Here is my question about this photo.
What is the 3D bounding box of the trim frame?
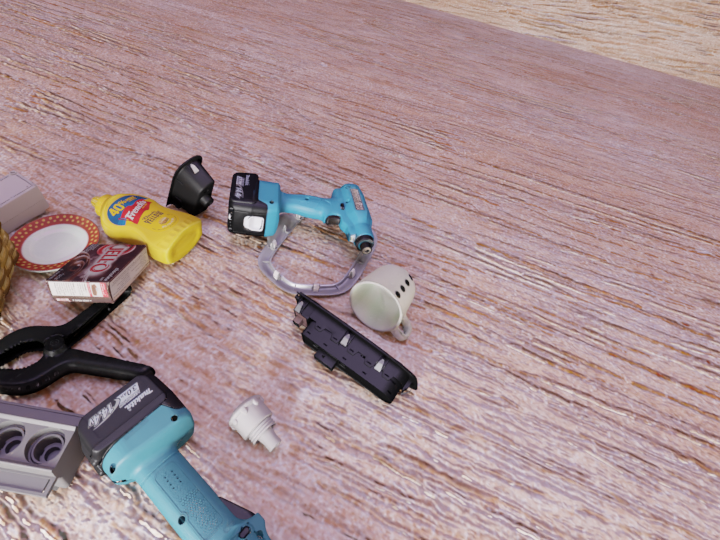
[{"bbox_3d":[-0.073,-0.048,0.745,0.189,0.027,0.248,21,47,12],"label":"trim frame"}]

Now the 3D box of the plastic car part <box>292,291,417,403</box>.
[{"bbox_3d":[-0.017,0.109,0.573,0.210,0.064,0.066,29,57,18],"label":"plastic car part"}]

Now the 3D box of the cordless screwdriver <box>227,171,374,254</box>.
[{"bbox_3d":[-0.100,-0.092,0.723,0.243,0.073,0.166,1,45,-15],"label":"cordless screwdriver"}]

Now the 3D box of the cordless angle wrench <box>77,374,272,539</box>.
[{"bbox_3d":[-0.104,0.273,0.392,0.440,0.073,0.096,35,49,21],"label":"cordless angle wrench"}]

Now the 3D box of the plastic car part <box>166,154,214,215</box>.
[{"bbox_3d":[-0.291,-0.139,0.748,0.071,0.118,0.065,49,50,0],"label":"plastic car part"}]
